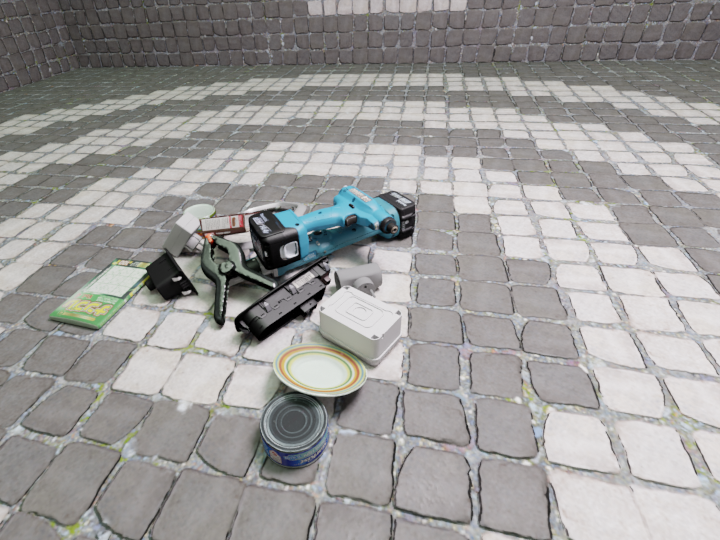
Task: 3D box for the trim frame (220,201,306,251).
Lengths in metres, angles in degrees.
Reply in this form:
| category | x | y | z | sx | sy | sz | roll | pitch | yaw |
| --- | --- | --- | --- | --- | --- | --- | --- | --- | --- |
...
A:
| category | x | y | z | sx | sy | sz | roll | pitch | yaw |
| --- | --- | --- | --- | --- | --- | --- | --- | --- | --- |
| trim frame | -0.213 | -0.100 | 0.921 | 0.190 | 0.027 | 0.249 | -1 | 28 | 17 |

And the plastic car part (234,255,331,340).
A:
| category | x | y | z | sx | sy | sz | roll | pitch | yaw |
| --- | --- | --- | --- | --- | --- | --- | --- | --- | --- |
| plastic car part | -0.119 | 0.054 | 0.706 | 0.198 | 0.066 | 0.069 | -31 | 70 | -34 |

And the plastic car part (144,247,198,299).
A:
| category | x | y | z | sx | sy | sz | roll | pitch | yaw |
| --- | --- | --- | --- | --- | --- | --- | --- | --- | --- |
| plastic car part | -0.362 | 0.013 | 0.785 | 0.070 | 0.063 | 0.123 | -38 | 44 | -21 |

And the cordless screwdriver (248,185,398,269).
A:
| category | x | y | z | sx | sy | sz | roll | pitch | yaw |
| --- | --- | --- | --- | --- | --- | --- | --- | --- | --- |
| cordless screwdriver | -0.066 | -0.076 | 0.764 | 0.243 | 0.072 | 0.168 | -24 | 42 | -24 |

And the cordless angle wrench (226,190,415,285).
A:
| category | x | y | z | sx | sy | sz | roll | pitch | yaw |
| --- | --- | --- | --- | --- | --- | --- | --- | --- | --- |
| cordless angle wrench | -0.082 | -0.054 | 0.839 | 0.414 | 0.072 | 0.104 | -23 | 40 | -21 |
